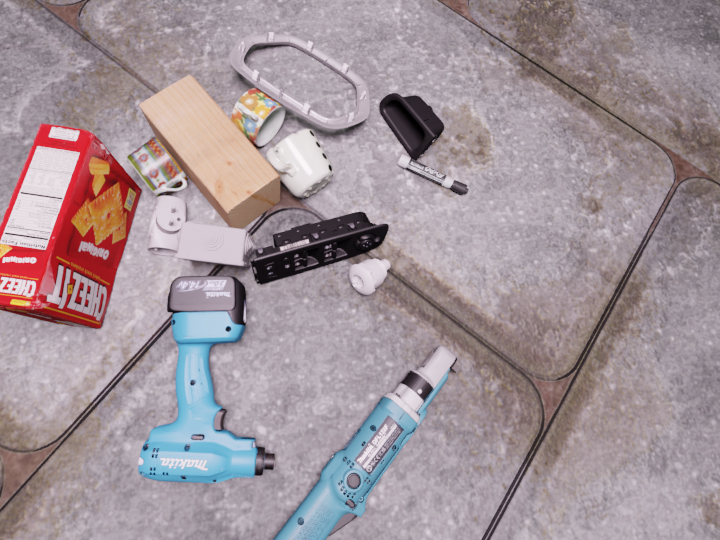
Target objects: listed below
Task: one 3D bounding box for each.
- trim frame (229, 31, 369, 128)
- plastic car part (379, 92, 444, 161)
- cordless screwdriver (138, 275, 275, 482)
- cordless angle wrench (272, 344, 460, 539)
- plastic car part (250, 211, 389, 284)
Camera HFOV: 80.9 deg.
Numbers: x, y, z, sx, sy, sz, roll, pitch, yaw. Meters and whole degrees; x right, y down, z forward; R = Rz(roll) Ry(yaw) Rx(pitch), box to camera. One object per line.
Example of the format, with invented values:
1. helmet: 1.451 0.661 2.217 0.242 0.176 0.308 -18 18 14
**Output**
1. trim frame: -0.093 -0.316 0.687 0.251 0.027 0.183 35 55 4
2. plastic car part: 0.093 -0.249 0.696 0.069 0.066 0.120 -22 73 -29
3. cordless screwdriver: -0.181 0.133 0.541 0.158 0.074 0.252 4 76 -5
4. cordless angle wrench: -0.013 0.256 0.519 0.099 0.074 0.420 40 71 5
5. plastic car part: -0.060 -0.039 0.615 0.201 0.064 0.070 -13 51 -8
